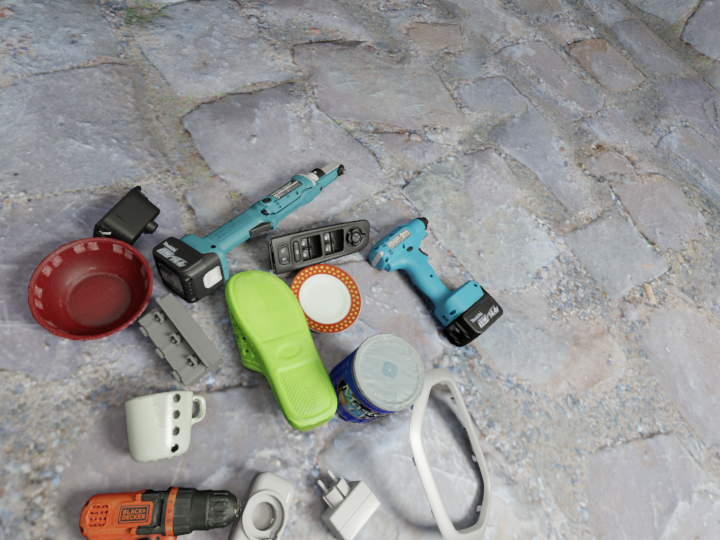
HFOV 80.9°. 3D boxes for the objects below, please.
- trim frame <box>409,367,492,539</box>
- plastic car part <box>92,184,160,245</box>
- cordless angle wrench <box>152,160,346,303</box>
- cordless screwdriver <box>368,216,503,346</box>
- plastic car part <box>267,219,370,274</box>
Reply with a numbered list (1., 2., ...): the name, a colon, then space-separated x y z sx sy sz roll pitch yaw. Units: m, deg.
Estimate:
1. trim frame: 0.134 0.267 0.615 0.178 0.028 0.249 -22 90 -50
2. plastic car part: -0.377 -0.084 0.705 0.069 0.067 0.117 39 52 -14
3. cordless angle wrench: -0.167 -0.104 0.763 0.102 0.072 0.417 27 49 25
4. cordless screwdriver: 0.150 0.009 0.800 0.256 0.073 0.156 44 58 15
5. plastic car part: -0.075 -0.049 0.770 0.197 0.070 0.065 -15 103 -22
